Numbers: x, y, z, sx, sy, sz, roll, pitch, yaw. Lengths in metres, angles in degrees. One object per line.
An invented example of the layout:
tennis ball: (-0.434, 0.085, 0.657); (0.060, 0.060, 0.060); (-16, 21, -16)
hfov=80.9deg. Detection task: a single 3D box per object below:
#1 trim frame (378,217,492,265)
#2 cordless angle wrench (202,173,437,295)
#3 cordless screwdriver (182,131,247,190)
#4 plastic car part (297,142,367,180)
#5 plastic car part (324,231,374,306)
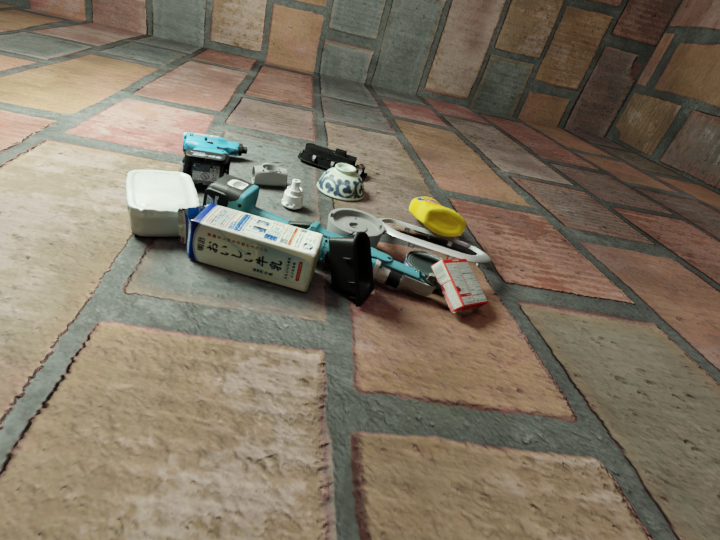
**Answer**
trim frame: (0.142, -0.060, 0.857); (0.252, 0.027, 0.184); (17, 18, 6)
cordless angle wrench: (-0.073, -0.047, 0.742); (0.428, 0.097, 0.074); (23, 31, 6)
cordless screwdriver: (-0.336, -0.262, 0.986); (0.154, 0.073, 0.261); (2, 30, -20)
plastic car part: (-0.078, -0.307, 1.174); (0.206, 0.065, 0.067); (16, 38, 8)
plastic car part: (-0.023, -0.011, 0.684); (0.074, 0.114, 0.065); (3, 23, 27)
